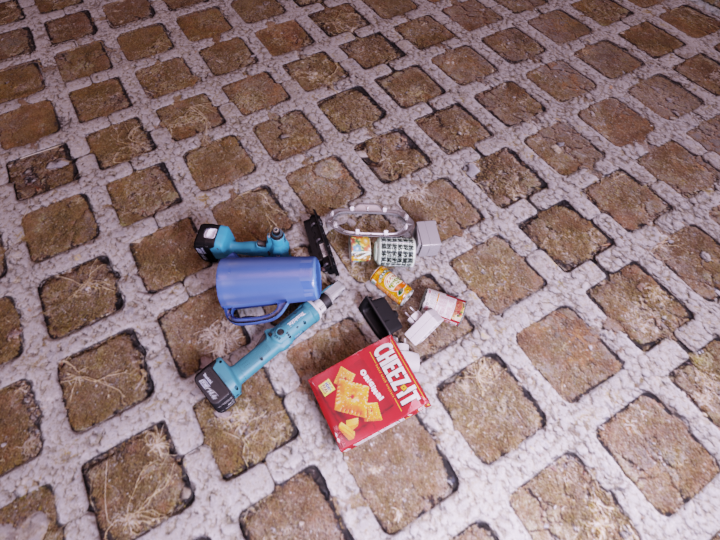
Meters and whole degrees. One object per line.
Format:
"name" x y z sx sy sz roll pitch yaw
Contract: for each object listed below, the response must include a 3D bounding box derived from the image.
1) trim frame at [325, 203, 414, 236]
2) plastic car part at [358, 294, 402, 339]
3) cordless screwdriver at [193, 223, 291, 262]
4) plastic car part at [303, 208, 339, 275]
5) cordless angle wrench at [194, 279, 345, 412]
"trim frame" 0.025 -0.141 1.180 0.250 0.027 0.189 0 31 1
"plastic car part" 0.058 0.114 1.049 0.069 0.065 0.121 -23 65 -31
"cordless screwdriver" -0.307 -0.074 1.102 0.252 0.154 0.076 8 60 6
"plastic car part" -0.114 -0.074 1.161 0.068 0.063 0.210 -23 61 14
"cordless angle wrench" -0.192 0.159 1.015 0.417 0.072 0.102 -39 64 -23
